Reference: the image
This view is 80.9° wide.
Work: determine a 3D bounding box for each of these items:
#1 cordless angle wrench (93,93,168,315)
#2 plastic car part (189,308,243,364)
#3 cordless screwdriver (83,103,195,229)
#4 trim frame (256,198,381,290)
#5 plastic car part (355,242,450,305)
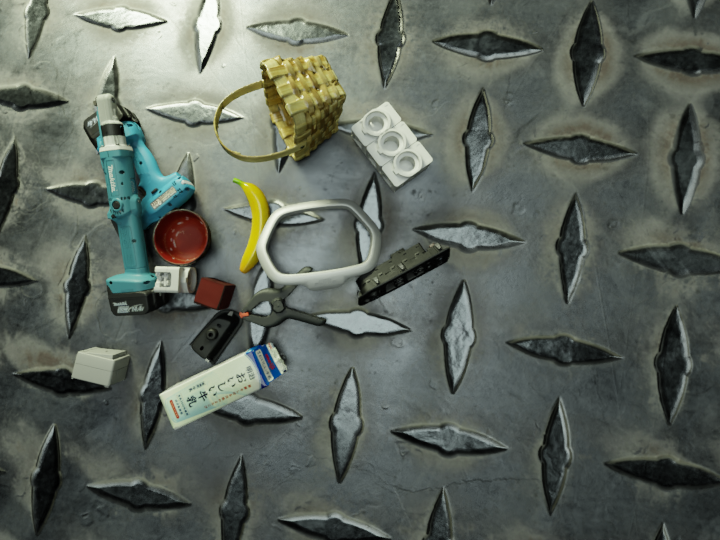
[{"bbox_3d":[-0.460,-0.127,0.823,0.099,0.074,0.419,-4,97,9],"label":"cordless angle wrench"},{"bbox_3d":[-0.290,0.128,0.838,0.066,0.070,0.116,38,92,1],"label":"plastic car part"},{"bbox_3d":[-0.476,-0.210,0.878,0.159,0.074,0.250,-38,88,4],"label":"cordless screwdriver"},{"bbox_3d":[-0.082,-0.053,0.836,0.246,0.027,0.189,-9,71,-5],"label":"trim frame"},{"bbox_3d":[0.073,-0.001,0.825,0.203,0.064,0.069,-33,73,0],"label":"plastic car part"}]
